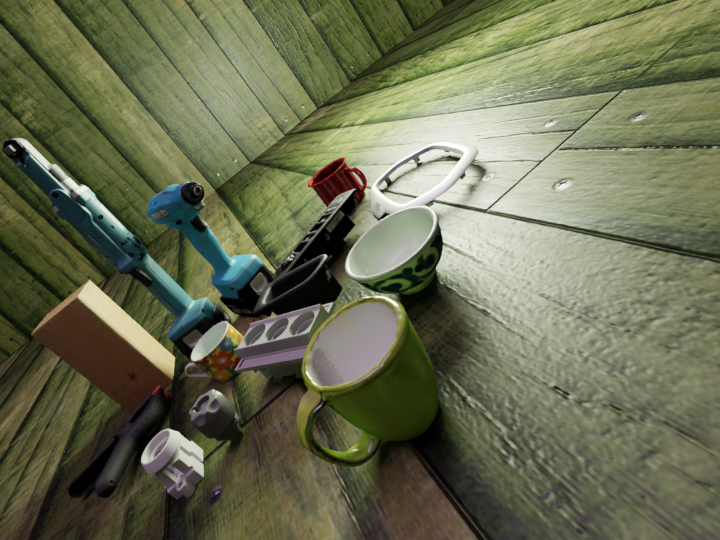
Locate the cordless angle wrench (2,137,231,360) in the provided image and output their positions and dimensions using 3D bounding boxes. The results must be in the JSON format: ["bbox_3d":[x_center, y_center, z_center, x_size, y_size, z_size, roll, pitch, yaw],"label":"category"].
[{"bbox_3d":[-0.366,-0.028,0.655,0.074,0.407,0.101,-36,22,2],"label":"cordless angle wrench"}]

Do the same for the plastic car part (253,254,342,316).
[{"bbox_3d":[-0.075,0.036,0.567,0.119,0.068,0.067,-25,26,25],"label":"plastic car part"}]

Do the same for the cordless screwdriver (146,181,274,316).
[{"bbox_3d":[-0.225,-0.035,0.679,0.166,0.239,0.074,-9,35,49],"label":"cordless screwdriver"}]

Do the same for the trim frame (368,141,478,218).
[{"bbox_3d":[0.094,-0.155,0.710,0.184,0.026,0.258,-37,26,2],"label":"trim frame"}]

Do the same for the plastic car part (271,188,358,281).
[{"bbox_3d":[-0.068,-0.044,0.694,0.202,0.064,0.069,-49,26,-22],"label":"plastic car part"}]
